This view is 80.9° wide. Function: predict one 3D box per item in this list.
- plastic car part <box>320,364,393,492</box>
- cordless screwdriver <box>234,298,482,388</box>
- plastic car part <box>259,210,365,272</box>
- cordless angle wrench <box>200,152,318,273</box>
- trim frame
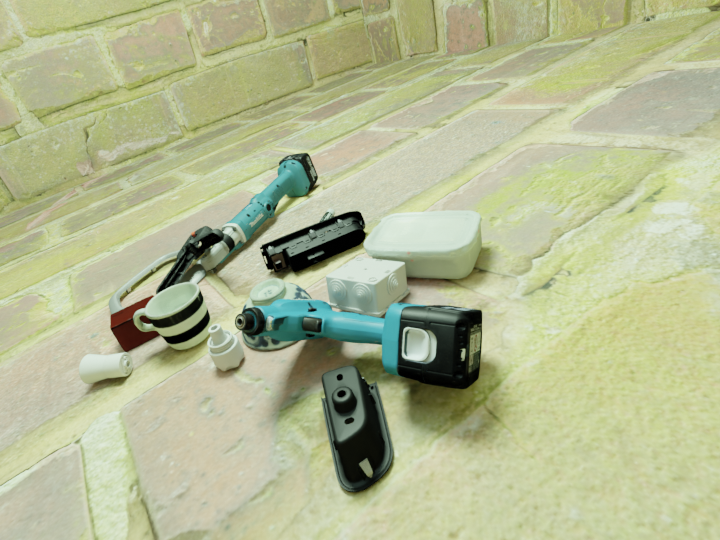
[{"bbox_3d":[-0.010,0.140,0.416,0.066,0.068,0.120,-19,27,0],"label":"plastic car part"},{"bbox_3d":[-0.006,0.067,0.464,0.261,0.074,0.151,4,-3,33],"label":"cordless screwdriver"},{"bbox_3d":[-0.075,-0.049,0.763,0.200,0.063,0.071,-26,40,-13],"label":"plastic car part"},{"bbox_3d":[-0.230,-0.142,0.974,0.077,0.094,0.422,-3,37,30],"label":"cordless angle wrench"},{"bbox_3d":[-0.404,0.017,0.870,0.192,0.026,0.247,-2,33,28],"label":"trim frame"}]
